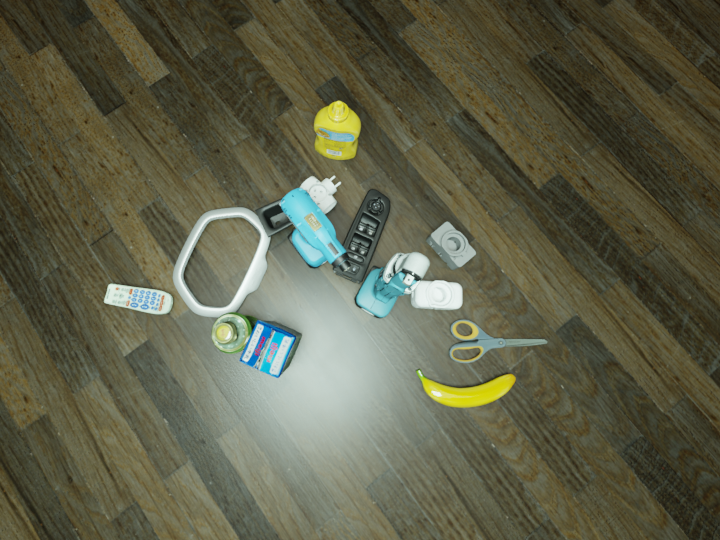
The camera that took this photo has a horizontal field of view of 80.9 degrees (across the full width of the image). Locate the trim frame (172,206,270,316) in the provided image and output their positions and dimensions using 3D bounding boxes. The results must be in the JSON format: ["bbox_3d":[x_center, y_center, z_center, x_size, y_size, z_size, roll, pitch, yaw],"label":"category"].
[{"bbox_3d":[-0.295,-0.021,0.909,0.186,0.027,0.249,22,80,5],"label":"trim frame"}]

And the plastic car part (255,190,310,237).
[{"bbox_3d":[-0.155,-0.119,0.905,0.116,0.070,0.067,-26,82,-5],"label":"plastic car part"}]

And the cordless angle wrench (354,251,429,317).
[{"bbox_3d":[0.052,0.019,0.697,0.075,0.419,0.098,30,81,0],"label":"cordless angle wrench"}]

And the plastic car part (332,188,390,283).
[{"bbox_3d":[0.007,-0.073,0.895,0.067,0.066,0.203,22,80,2],"label":"plastic car part"}]

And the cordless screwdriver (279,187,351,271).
[{"bbox_3d":[-0.078,-0.051,0.801,0.074,0.247,0.161,-37,85,-8],"label":"cordless screwdriver"}]
